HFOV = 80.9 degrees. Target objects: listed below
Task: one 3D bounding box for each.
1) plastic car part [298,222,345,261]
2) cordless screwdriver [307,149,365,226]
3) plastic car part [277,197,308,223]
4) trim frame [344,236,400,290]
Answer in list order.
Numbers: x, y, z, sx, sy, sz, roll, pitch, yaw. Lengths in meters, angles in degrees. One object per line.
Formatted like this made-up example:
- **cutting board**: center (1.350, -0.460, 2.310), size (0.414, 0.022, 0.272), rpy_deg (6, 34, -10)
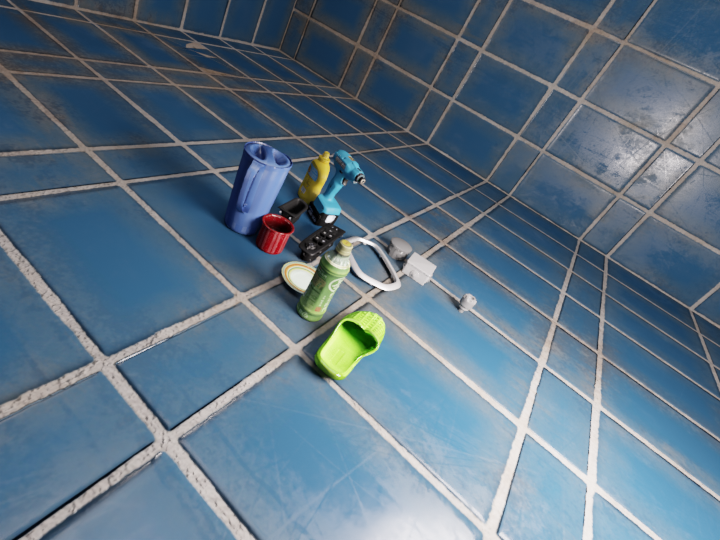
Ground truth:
- **plastic car part**: center (-0.123, -0.080, 1.253), size (0.068, 0.067, 0.199), rpy_deg (34, 31, 9)
- **cordless screwdriver**: center (-0.075, -0.246, 1.362), size (0.071, 0.248, 0.168), rpy_deg (2, 40, -39)
- **plastic car part**: center (-0.213, -0.175, 1.323), size (0.067, 0.070, 0.115), rpy_deg (33, 31, 6)
- **trim frame**: center (0.033, -0.025, 1.329), size (0.176, 0.027, 0.261), rpy_deg (6, 37, -31)
